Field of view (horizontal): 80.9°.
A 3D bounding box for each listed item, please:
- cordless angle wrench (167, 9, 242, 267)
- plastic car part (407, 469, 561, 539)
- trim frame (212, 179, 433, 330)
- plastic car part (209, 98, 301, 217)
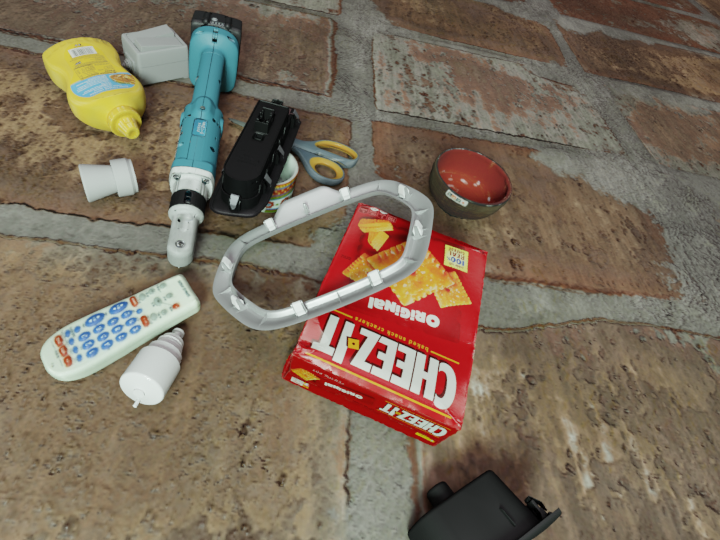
[{"bbox_3d":[-0.210,-0.193,0.562,0.072,0.097,0.437,6,55,-17],"label":"cordless angle wrench"},{"bbox_3d":[0.090,0.210,0.351,0.113,0.064,0.075,-17,46,-22],"label":"plastic car part"},{"bbox_3d":[-0.044,-0.029,0.446,0.249,0.026,0.193,-23,41,3],"label":"trim frame"},{"bbox_3d":[-0.117,-0.144,0.497,0.065,0.067,0.207,18,54,-10],"label":"plastic car part"}]
